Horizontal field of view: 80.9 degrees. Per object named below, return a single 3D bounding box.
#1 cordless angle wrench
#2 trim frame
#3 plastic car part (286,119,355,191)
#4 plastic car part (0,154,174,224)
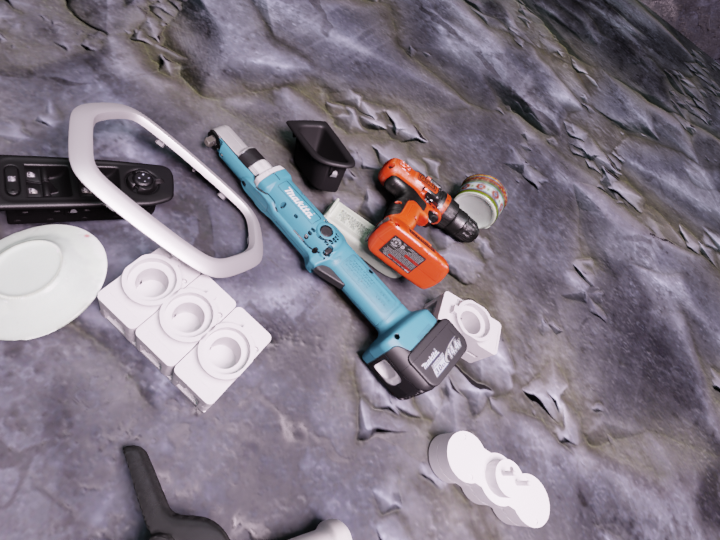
[{"bbox_3d":[-0.052,-0.034,0.536,0.096,0.074,0.431,-35,78,-35],"label":"cordless angle wrench"},{"bbox_3d":[-0.203,-0.088,0.468,0.239,0.028,0.189,40,28,-23],"label":"trim frame"},{"bbox_3d":[-0.060,-0.154,0.596,0.064,0.070,0.122,-9,52,-29],"label":"plastic car part"},{"bbox_3d":[-0.301,-0.079,0.450,0.195,0.067,0.069,-11,56,-33],"label":"plastic car part"}]
